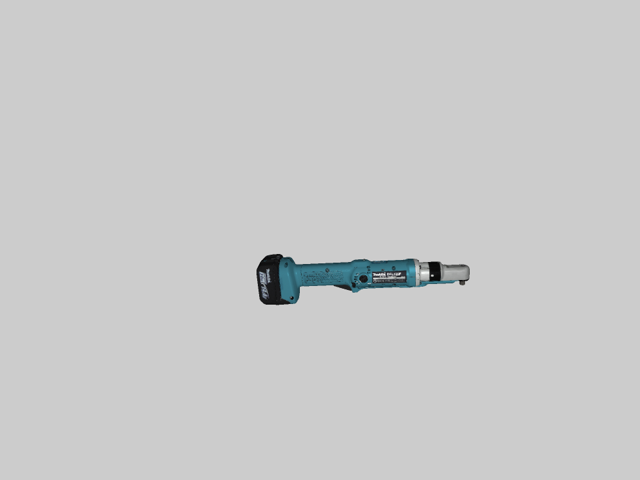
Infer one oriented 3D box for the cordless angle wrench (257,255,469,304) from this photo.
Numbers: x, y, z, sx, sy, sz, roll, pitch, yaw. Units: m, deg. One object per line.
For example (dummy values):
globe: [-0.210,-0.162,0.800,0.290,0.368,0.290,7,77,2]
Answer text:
cordless angle wrench: [0.086,0.072,0.865,0.423,0.098,0.074,-3,16,6]
